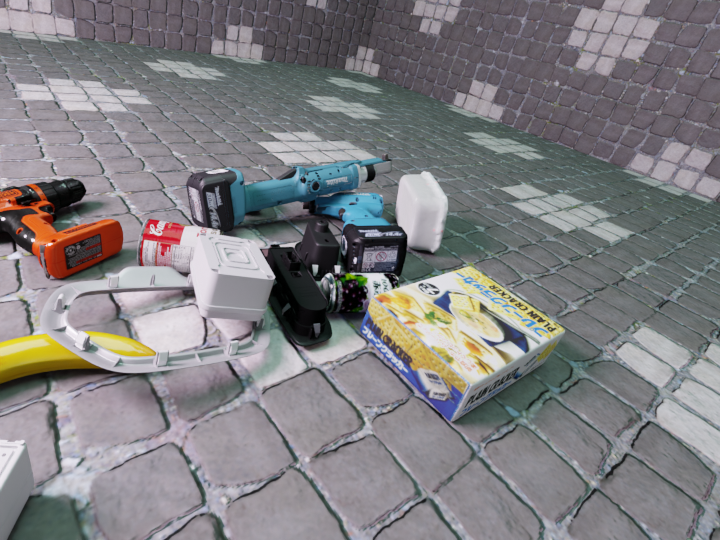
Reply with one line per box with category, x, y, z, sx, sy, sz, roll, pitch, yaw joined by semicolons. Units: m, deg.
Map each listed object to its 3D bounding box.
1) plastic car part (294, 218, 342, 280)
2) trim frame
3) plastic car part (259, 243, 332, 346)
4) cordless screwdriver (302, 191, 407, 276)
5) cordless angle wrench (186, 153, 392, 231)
plastic car part;-0.066;-0.043;0.674;0.064;0.070;0.122;3;35;-23
trim frame;-0.212;0.046;0.474;0.237;0.027;0.195;-2;28;-42
plastic car part;-0.091;0.018;0.577;0.063;0.066;0.214;4;33;-32
cordless screwdriver;-0.017;-0.079;0.752;0.157;0.073;0.258;-1;29;-10
cordless angle wrench;-0.099;-0.161;0.779;0.409;0.095;0.079;-20;27;-33
